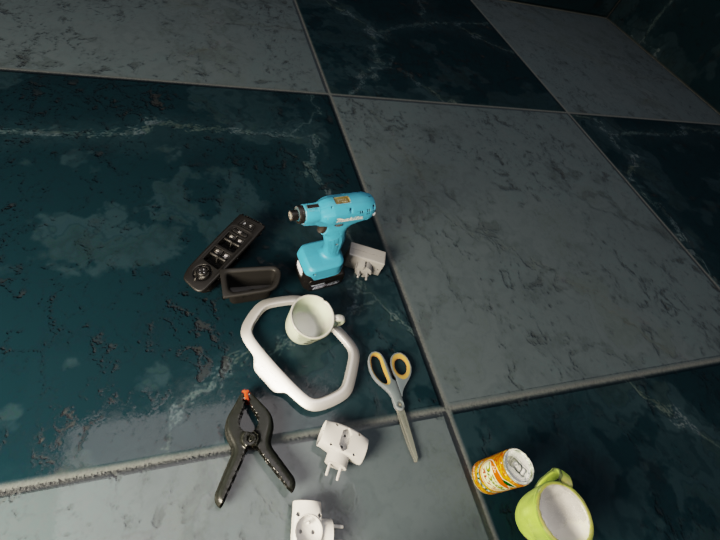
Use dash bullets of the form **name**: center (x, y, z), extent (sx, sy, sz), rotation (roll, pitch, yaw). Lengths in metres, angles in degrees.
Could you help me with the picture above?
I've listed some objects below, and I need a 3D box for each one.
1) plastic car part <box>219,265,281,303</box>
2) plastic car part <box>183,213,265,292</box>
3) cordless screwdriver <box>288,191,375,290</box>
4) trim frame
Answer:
- **plastic car part**: center (-0.216, 0.035, 0.830), extent (0.113, 0.070, 0.069), rotation (-4, 57, -20)
- **plastic car part**: center (-0.280, -0.029, 0.863), extent (0.067, 0.066, 0.202), rotation (30, 51, 5)
- **cordless screwdriver**: center (-0.080, -0.053, 0.822), extent (0.154, 0.246, 0.077), rotation (-10, 60, -26)
- **trim frame**: center (-0.113, 0.147, 0.801), extent (0.256, 0.027, 0.180), rotation (42, 54, 16)
